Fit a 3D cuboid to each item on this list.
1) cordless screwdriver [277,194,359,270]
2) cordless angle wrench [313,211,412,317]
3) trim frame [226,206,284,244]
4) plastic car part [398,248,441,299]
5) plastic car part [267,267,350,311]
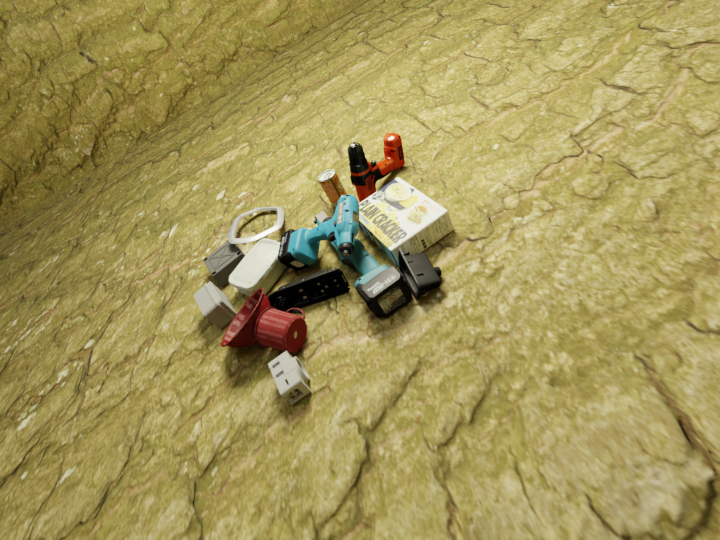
[{"bbox_3d":[-0.100,-0.065,1.022,0.255,0.070,0.163,-27,47,39],"label":"cordless screwdriver"},{"bbox_3d":[-0.025,-0.049,1.028,0.098,0.070,0.446,-36,39,-3],"label":"cordless angle wrench"},{"bbox_3d":[-0.320,-0.140,1.287,0.184,0.026,0.257,-15,32,0],"label":"trim frame"},{"bbox_3d":[0.131,0.006,0.889,0.070,0.063,0.122,-19,44,-7],"label":"plastic car part"},{"bbox_3d":[-0.129,0.042,1.009,0.206,0.063,0.069,-22,32,12],"label":"plastic car part"}]
